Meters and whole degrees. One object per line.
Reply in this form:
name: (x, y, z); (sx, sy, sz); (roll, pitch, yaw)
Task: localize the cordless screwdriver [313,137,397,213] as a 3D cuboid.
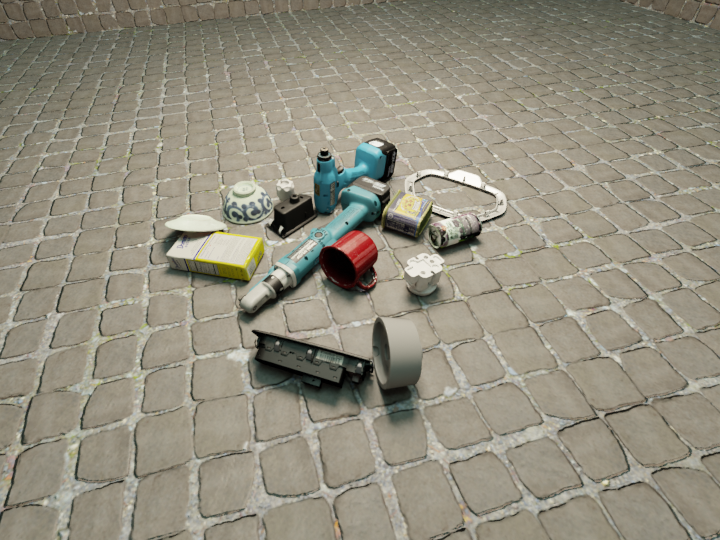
cordless screwdriver: (-0.016, -0.253, 1.008); (0.078, 0.154, 0.244); (33, 51, 29)

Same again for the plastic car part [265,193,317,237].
plastic car part: (-0.153, -0.137, 0.956); (0.069, 0.068, 0.114); (35, 57, 29)

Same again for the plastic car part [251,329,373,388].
plastic car part: (-0.085, 0.145, 0.673); (0.209, 0.064, 0.067); (16, 72, 16)

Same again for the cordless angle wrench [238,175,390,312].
cordless angle wrench: (-0.085, -0.056, 0.872); (0.103, 0.072, 0.418); (26, 53, 26)

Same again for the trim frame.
trim frame: (0.225, -0.189, 1.022); (0.261, 0.026, 0.182); (24, 49, 27)
